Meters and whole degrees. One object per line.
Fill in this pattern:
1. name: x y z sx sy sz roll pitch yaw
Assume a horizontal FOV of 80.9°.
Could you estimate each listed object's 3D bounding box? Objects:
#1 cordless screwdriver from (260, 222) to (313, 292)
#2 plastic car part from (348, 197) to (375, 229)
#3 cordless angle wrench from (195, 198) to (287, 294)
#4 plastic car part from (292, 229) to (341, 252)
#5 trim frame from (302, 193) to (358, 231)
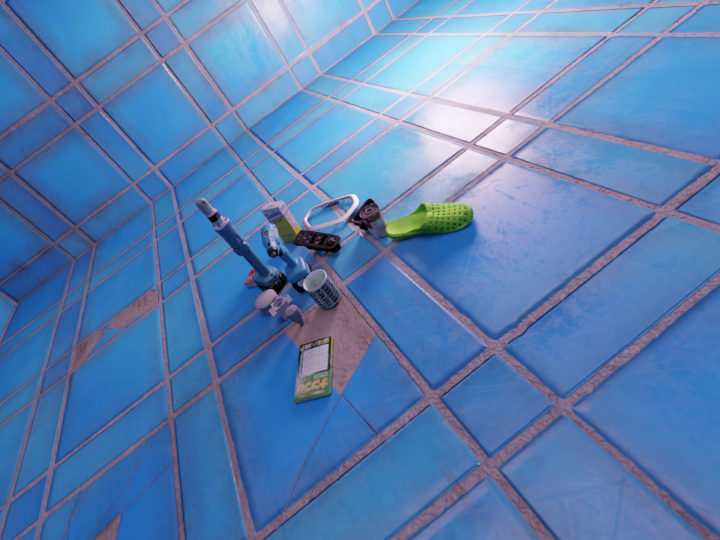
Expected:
1. cordless screwdriver: -0.230 -0.026 1.345 0.075 0.236 0.166 -31 36 6
2. plastic car part: 0.026 -0.184 1.453 0.070 0.067 0.116 16 61 47
3. cordless angle wrench: -0.395 -0.079 1.392 0.103 0.402 0.074 5 51 42
4. plastic car part: -0.146 -0.096 1.496 0.214 0.064 0.066 7 54 42
5. trim frame: -0.119 -0.225 1.642 0.255 0.026 0.188 -17 41 23
